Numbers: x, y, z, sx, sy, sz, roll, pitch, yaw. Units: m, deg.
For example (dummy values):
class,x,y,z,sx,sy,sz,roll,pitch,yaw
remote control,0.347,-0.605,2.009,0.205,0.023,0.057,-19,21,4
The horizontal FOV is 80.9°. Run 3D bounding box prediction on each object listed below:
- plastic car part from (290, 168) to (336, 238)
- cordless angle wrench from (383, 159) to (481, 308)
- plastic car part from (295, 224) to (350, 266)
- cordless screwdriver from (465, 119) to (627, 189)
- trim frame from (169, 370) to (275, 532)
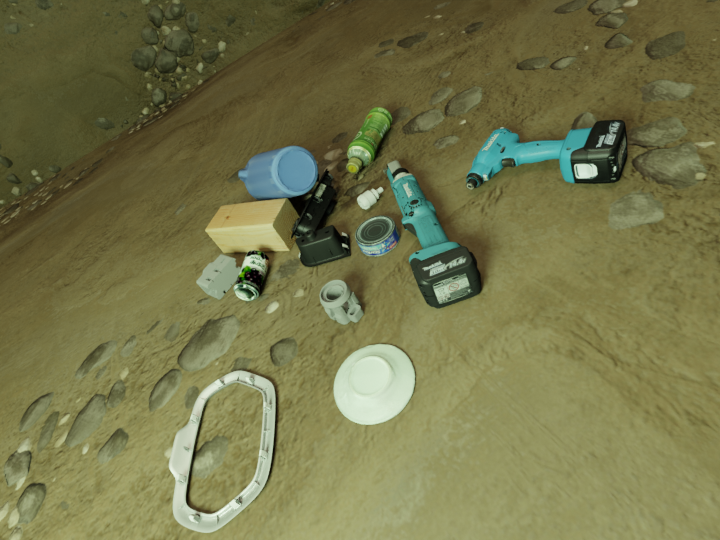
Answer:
class,x,y,z,sx,sy,sz,roll,pitch,yaw
plastic car part,-0.104,-0.143,0.983,0.067,0.066,0.204,-46,14,54
cordless angle wrench,0.111,-0.110,0.819,0.099,0.071,0.440,-23,39,8
plastic car part,-0.086,-0.056,0.880,0.119,0.067,0.068,-15,41,13
cordless screwdriver,0.327,-0.200,0.773,0.263,0.071,0.158,15,59,44
trim frame,-0.219,0.270,0.671,0.187,0.026,0.257,-20,44,15
